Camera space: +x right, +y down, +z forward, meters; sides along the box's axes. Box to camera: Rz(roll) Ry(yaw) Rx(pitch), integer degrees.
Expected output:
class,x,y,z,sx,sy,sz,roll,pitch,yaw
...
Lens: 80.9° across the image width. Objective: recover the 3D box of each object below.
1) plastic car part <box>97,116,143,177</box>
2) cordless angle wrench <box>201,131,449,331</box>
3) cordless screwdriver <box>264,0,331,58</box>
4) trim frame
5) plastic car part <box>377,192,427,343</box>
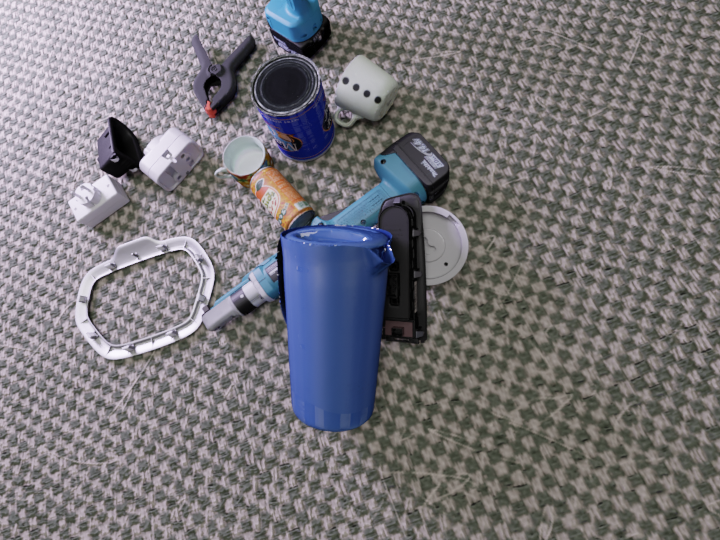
class,x,y,z,sx,sy,sz,roll,pitch,yaw
plastic car part,-0.436,-0.209,0.750,0.071,0.062,0.122,-40,57,11
cordless angle wrench,-0.062,-0.040,0.632,0.423,0.072,0.101,-36,73,1
cordless screwdriver,-0.129,-0.458,0.664,0.163,0.244,0.074,40,84,9
trim frame,-0.353,0.038,0.685,0.250,0.026,0.189,-19,71,7
plastic car part,0.047,-0.002,0.560,0.069,0.064,0.203,0,90,29
